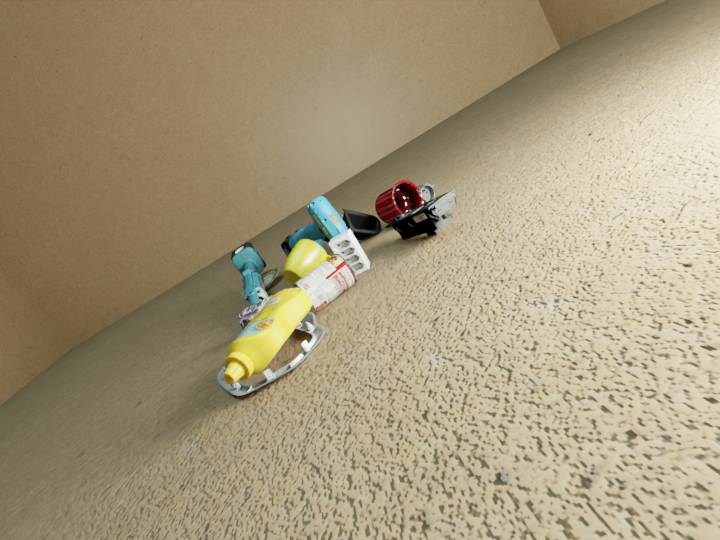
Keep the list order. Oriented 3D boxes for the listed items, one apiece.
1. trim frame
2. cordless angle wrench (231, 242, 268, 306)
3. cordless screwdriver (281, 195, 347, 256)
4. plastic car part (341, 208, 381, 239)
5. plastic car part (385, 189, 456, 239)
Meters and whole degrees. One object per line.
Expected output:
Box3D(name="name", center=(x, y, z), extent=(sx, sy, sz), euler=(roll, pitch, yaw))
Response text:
Box3D(name="trim frame", center=(-0.153, 0.131, 0.703), extent=(0.181, 0.027, 0.257), euler=(-38, 15, -25))
Box3D(name="cordless angle wrench", center=(-0.280, 0.032, 1.103), extent=(0.074, 0.094, 0.440), euler=(-35, 26, -4))
Box3D(name="cordless screwdriver", center=(-0.104, -0.068, 1.067), extent=(0.073, 0.160, 0.252), euler=(-35, -2, -32))
Box3D(name="plastic car part", center=(-0.009, -0.103, 1.049), extent=(0.110, 0.068, 0.072), euler=(7, -34, -43))
Box3D(name="plastic car part", center=(0.117, -0.097, 0.809), extent=(0.066, 0.066, 0.209), euler=(-43, 14, -18))
